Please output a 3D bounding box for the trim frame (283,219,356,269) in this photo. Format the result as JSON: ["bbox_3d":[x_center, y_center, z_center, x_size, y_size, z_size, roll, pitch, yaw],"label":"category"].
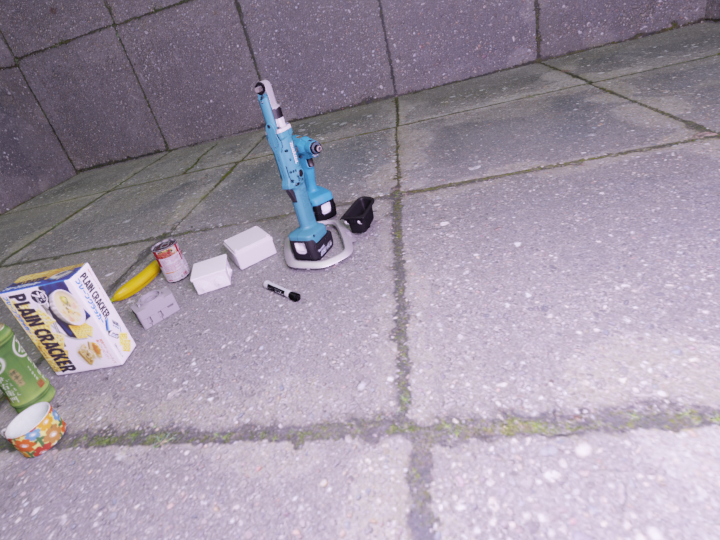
[{"bbox_3d":[-0.105,-0.069,1.077,0.184,0.026,0.258,-18,30,-2],"label":"trim frame"}]

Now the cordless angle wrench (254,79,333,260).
[{"bbox_3d":[-0.159,-0.220,0.974,0.078,0.408,0.097,3,32,30],"label":"cordless angle wrench"}]

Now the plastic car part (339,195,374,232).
[{"bbox_3d":[0.005,-0.137,1.093,0.069,0.068,0.116,1,34,28],"label":"plastic car part"}]

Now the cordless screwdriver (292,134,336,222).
[{"bbox_3d":[-0.128,-0.253,1.179,0.073,0.240,0.168,-27,31,-23],"label":"cordless screwdriver"}]
